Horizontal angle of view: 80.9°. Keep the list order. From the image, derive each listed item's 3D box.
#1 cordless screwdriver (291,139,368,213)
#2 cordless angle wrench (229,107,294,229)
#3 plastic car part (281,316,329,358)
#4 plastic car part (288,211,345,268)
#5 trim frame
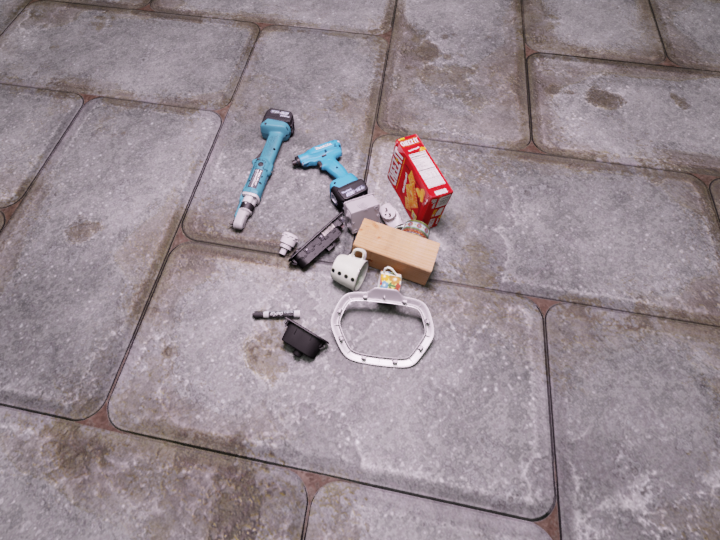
[{"bbox_3d":[-0.091,-0.277,1.249,0.157,0.072,0.260,-23,60,-12],"label":"cordless screwdriver"},{"bbox_3d":[-0.297,-0.305,1.270,0.099,0.072,0.429,11,64,5],"label":"cordless angle wrench"},{"bbox_3d":[-0.143,0.170,1.018,0.119,0.064,0.071,32,81,12],"label":"plastic car part"},{"bbox_3d":[-0.112,-0.073,1.149,0.200,0.068,0.066,-39,96,-20],"label":"plastic car part"},{"bbox_3d":[0.052,0.135,1.020,0.251,0.027,0.186,6,79,6],"label":"trim frame"}]
